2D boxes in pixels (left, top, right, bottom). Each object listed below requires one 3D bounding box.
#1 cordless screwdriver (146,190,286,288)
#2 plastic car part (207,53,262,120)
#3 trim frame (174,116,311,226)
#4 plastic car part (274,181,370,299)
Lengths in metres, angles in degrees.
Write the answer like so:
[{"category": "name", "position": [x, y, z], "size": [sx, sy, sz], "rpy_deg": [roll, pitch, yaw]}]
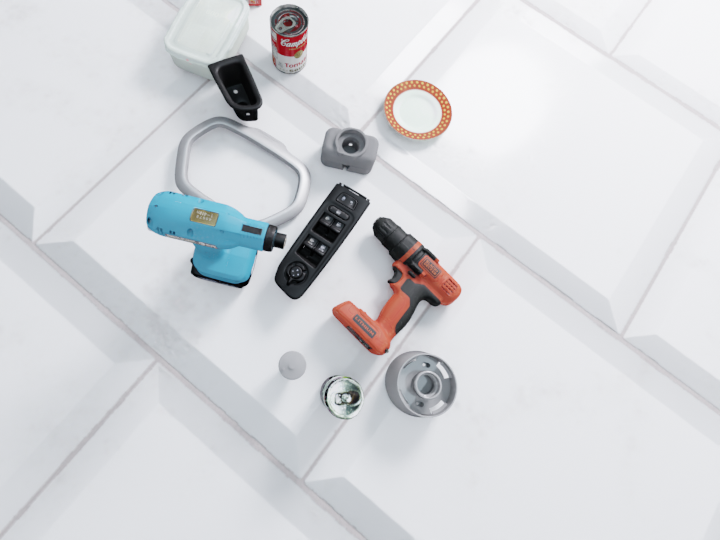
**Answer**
[{"category": "cordless screwdriver", "position": [-0.179, -0.031, 0.587], "size": [0.159, 0.247, 0.075], "rpy_deg": [14, 76, -4]}, {"category": "plastic car part", "position": [-0.216, -0.312, 0.754], "size": [0.065, 0.070, 0.119], "rpy_deg": [-24, 79, -11]}, {"category": "trim frame", "position": [-0.206, -0.170, 0.737], "size": [0.251, 0.027, 0.184], "rpy_deg": [30, 75, 5]}, {"category": "plastic car part", "position": [-0.068, -0.044, 0.691], "size": [0.067, 0.066, 0.203], "rpy_deg": [34, 75, 3]}]
